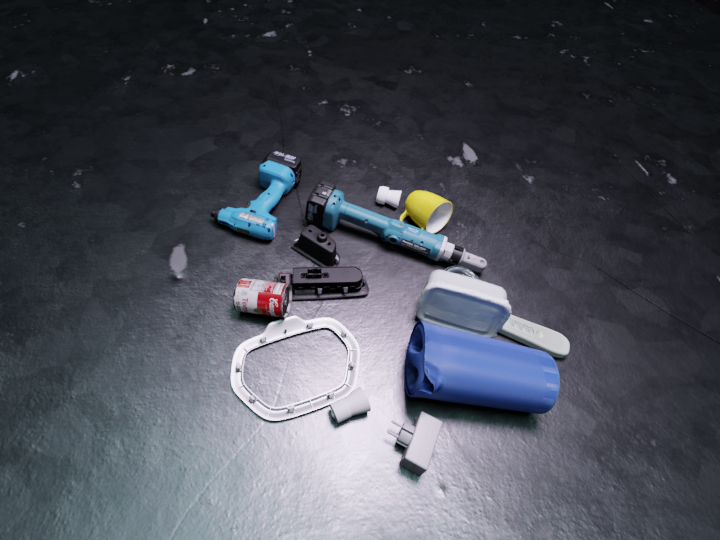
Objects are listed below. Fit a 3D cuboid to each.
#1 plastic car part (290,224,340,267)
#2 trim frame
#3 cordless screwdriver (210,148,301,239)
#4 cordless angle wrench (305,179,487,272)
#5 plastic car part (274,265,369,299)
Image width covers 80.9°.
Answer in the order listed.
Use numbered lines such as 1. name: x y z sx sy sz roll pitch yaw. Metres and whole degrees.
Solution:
1. plastic car part: -0.093 -0.061 0.946 0.121 0.069 0.065 33 57 22
2. trim frame: -0.119 0.172 0.791 0.244 0.027 0.193 -16 54 -14
3. cordless screwdriver: -0.248 -0.192 1.039 0.162 0.072 0.251 15 56 7
4. cordless angle wrench: 0.081 -0.088 0.970 0.430 0.096 0.075 22 56 9
5. plastic car part: -0.081 0.019 0.894 0.201 0.065 0.069 1 45 -7
